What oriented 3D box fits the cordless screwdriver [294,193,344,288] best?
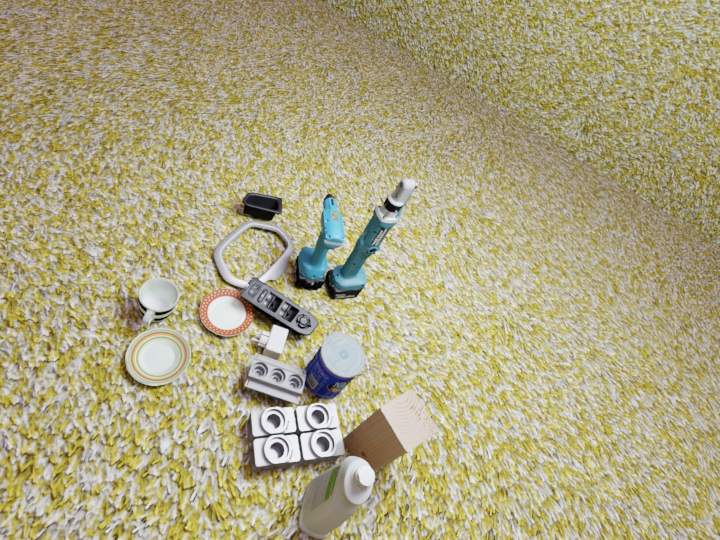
[{"bbox_3d":[-0.108,-0.071,1.110,0.072,0.248,0.165,9,51,-21],"label":"cordless screwdriver"}]

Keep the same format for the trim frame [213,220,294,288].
[{"bbox_3d":[-0.289,-0.047,1.165,0.186,0.027,0.247,32,47,5],"label":"trim frame"}]

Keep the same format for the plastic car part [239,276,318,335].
[{"bbox_3d":[-0.203,0.102,1.050,0.204,0.066,0.066,30,47,2],"label":"plastic car part"}]

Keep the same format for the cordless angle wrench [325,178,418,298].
[{"bbox_3d":[0.022,-0.069,1.044,0.094,0.421,0.077,0,55,-27],"label":"cordless angle wrench"}]

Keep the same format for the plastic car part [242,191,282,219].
[{"bbox_3d":[-0.295,-0.183,1.246,0.113,0.070,0.068,8,51,-17],"label":"plastic car part"}]
